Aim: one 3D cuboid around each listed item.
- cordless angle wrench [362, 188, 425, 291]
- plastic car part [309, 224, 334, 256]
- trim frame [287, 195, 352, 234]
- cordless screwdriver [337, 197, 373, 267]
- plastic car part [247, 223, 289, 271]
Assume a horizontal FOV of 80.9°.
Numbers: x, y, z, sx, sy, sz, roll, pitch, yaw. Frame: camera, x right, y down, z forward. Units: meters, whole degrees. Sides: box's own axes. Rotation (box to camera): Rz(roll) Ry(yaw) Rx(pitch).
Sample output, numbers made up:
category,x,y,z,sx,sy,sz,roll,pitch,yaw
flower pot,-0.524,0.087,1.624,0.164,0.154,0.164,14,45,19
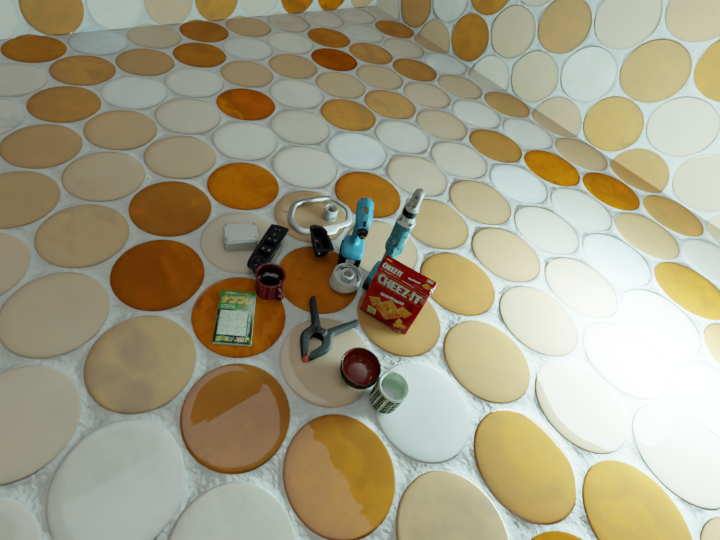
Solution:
category,x,y,z,sx,sy,sz,roll,pitch,yaw
cordless angle wrench,0.103,-0.076,1.249,0.076,0.416,0.097,31,49,8
plastic car part,-0.141,-0.092,1.440,0.064,0.070,0.122,-7,52,-20
trim frame,-0.150,-0.204,1.562,0.241,0.027,0.193,-13,54,-22
cordless screwdriver,-0.013,-0.096,1.355,0.074,0.245,0.163,13,49,-7
plastic car part,-0.307,-0.064,1.382,0.067,0.066,0.204,22,49,3
